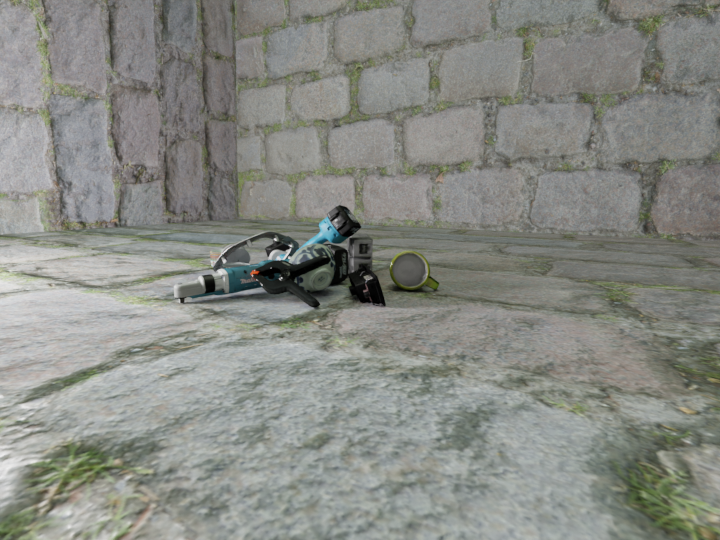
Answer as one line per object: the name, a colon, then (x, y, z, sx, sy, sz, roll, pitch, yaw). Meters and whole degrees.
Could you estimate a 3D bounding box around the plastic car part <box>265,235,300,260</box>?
plastic car part: (-0.255, -0.071, 1.362, 0.114, 0.068, 0.069, -26, 29, -20)

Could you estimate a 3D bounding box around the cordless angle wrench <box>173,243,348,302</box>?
cordless angle wrench: (-0.217, 0.009, 0.979, 0.406, 0.096, 0.078, -11, 17, -35)

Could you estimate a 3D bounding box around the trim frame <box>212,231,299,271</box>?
trim frame: (-0.245, -0.026, 1.017, 0.186, 0.028, 0.238, -33, -16, 12)

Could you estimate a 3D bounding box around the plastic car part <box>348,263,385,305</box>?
plastic car part: (0.007, 0.034, 0.944, 0.067, 0.065, 0.206, -25, 12, 1)

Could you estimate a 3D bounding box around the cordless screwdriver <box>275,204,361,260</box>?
cordless screwdriver: (-0.116, -0.076, 1.190, 0.250, 0.076, 0.155, -36, -8, 11)
